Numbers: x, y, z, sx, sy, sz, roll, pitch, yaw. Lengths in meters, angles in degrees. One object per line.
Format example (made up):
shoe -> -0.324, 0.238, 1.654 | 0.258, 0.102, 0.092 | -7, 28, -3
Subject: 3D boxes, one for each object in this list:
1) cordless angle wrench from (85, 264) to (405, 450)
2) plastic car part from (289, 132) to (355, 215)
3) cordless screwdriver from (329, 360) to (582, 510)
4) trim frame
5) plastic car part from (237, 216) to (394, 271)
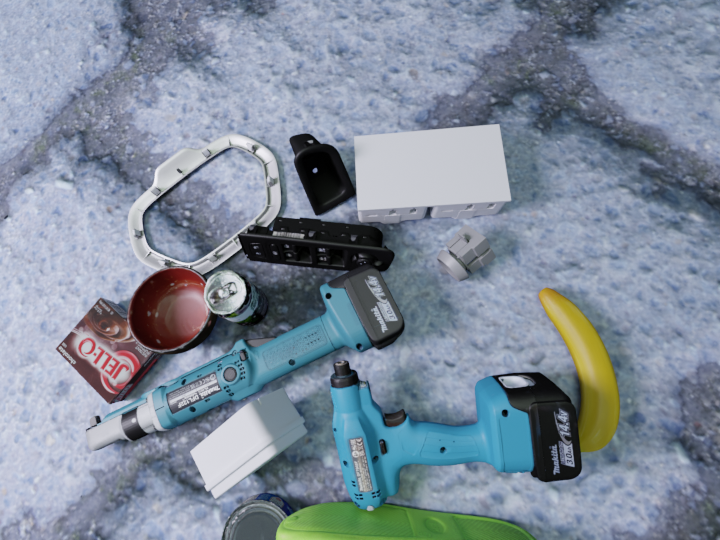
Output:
cordless angle wrench -> -0.152, 0.126, 0.527 | 0.424, 0.072, 0.101 | -26, 74, 2
plastic car part -> -0.061, -0.143, 0.574 | 0.066, 0.111, 0.075 | -30, 52, -4
cordless screwdriver -> 0.092, 0.160, 0.465 | 0.251, 0.074, 0.159 | -12, 93, 6
trim frame -> -0.230, -0.099, 0.621 | 0.248, 0.027, 0.190 | -39, 73, -2
plastic car part -> -0.055, -0.036, 0.567 | 0.207, 0.064, 0.068 | 10, 51, 11
